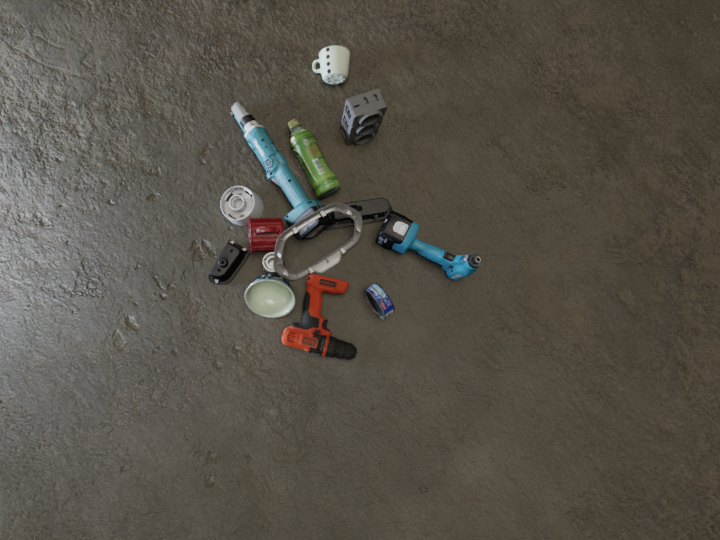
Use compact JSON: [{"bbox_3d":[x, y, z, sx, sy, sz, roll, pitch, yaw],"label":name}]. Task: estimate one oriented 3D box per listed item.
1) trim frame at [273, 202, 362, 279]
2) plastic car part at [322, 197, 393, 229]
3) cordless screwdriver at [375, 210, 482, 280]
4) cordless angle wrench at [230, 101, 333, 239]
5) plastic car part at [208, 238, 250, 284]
[{"bbox_3d":[-0.100,-0.065,1.021,0.247,0.175,0.029,-32,50,-9],"label":"trim frame"},{"bbox_3d":[-0.010,-0.156,1.095,0.200,0.066,0.068,-9,74,-9],"label":"plastic car part"},{"bbox_3d":[0.166,-0.058,1.034,0.251,0.158,0.074,29,77,2],"label":"cordless screwdriver"},{"bbox_3d":[-0.222,-0.274,1.092,0.099,0.071,0.433,-39,75,26],"label":"cordless angle wrench"},{"bbox_3d":[-0.328,-0.020,1.034,0.066,0.070,0.116,30,74,1],"label":"plastic car part"}]
